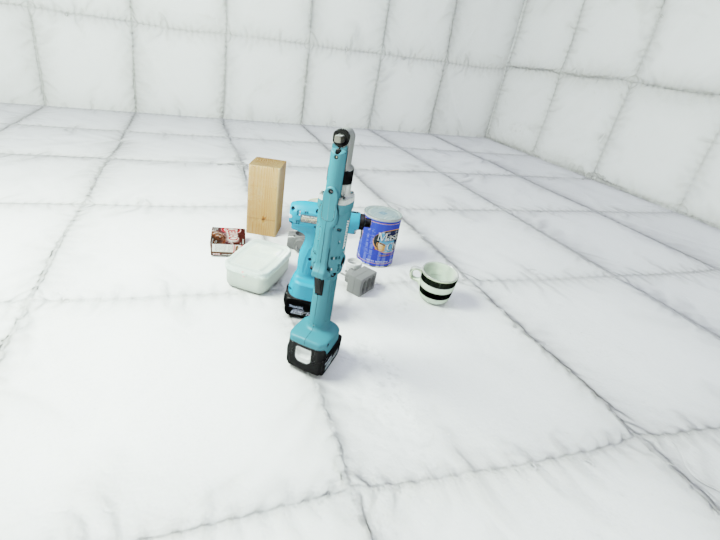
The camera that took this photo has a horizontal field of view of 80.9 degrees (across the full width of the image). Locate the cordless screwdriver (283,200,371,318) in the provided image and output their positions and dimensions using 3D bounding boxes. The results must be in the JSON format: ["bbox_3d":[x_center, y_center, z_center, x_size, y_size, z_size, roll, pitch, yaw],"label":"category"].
[{"bbox_3d":[-0.074,-0.017,0.862,0.159,0.244,0.076,10,26,0],"label":"cordless screwdriver"}]

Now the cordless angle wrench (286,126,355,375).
[{"bbox_3d":[-0.054,-0.020,0.691,0.077,0.415,0.096,19,27,16],"label":"cordless angle wrench"}]
